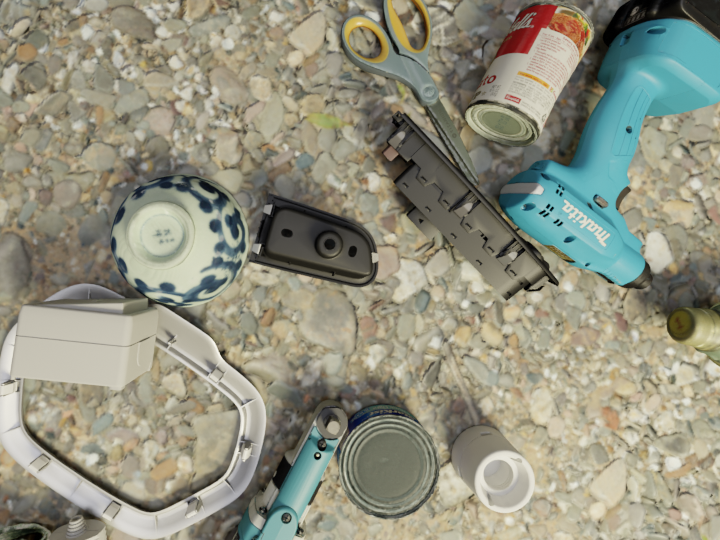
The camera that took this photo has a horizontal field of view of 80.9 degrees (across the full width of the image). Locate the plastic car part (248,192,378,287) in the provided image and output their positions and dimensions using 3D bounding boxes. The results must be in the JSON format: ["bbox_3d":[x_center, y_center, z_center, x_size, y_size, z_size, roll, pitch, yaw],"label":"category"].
[{"bbox_3d":[-0.035,-0.023,0.360,0.117,0.071,0.066,16,89,0],"label":"plastic car part"}]

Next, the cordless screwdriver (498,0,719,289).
[{"bbox_3d":[0.248,-0.114,0.373,0.155,0.076,0.249,32,89,-13],"label":"cordless screwdriver"}]

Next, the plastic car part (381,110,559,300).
[{"bbox_3d":[0.088,-0.047,0.370,0.203,0.066,0.067,43,95,0],"label":"plastic car part"}]

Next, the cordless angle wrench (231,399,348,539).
[{"bbox_3d":[-0.118,0.299,0.336,0.074,0.098,0.423,29,82,-5],"label":"cordless angle wrench"}]

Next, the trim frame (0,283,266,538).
[{"bbox_3d":[-0.202,0.120,0.368,0.249,0.027,0.184,34,85,2],"label":"trim frame"}]
